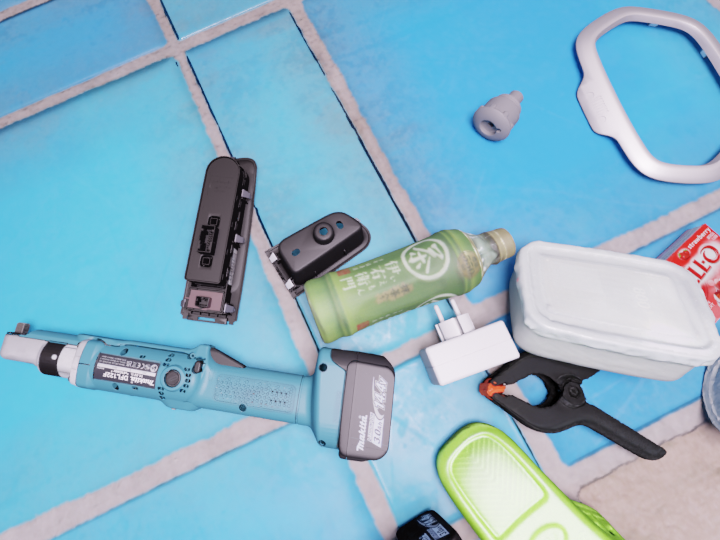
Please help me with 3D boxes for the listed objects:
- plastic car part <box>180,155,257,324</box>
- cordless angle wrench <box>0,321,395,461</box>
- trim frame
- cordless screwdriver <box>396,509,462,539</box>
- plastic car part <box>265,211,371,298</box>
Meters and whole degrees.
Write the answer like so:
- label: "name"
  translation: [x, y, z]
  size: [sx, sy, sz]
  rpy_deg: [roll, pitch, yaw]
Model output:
- label: "plastic car part"
  translation: [-0.165, -0.046, 0.483]
  size: [0.067, 0.065, 0.206]
  rpy_deg: [3, 73, 9]
- label: "cordless angle wrench"
  translation: [-0.182, 0.109, 0.439]
  size: [0.429, 0.072, 0.099]
  rpy_deg: [7, 77, 7]
- label: "trim frame"
  translation: [0.363, -0.217, 0.510]
  size: [0.184, 0.027, 0.253]
  rpy_deg: [-16, 77, -2]
- label: "cordless screwdriver"
  translation: [-0.007, 0.307, 0.330]
  size: [0.247, 0.157, 0.076]
  rpy_deg: [-30, 80, -7]
- label: "plastic car part"
  translation: [-0.045, -0.030, 0.464]
  size: [0.116, 0.070, 0.067]
  rpy_deg: [-33, 80, -3]
